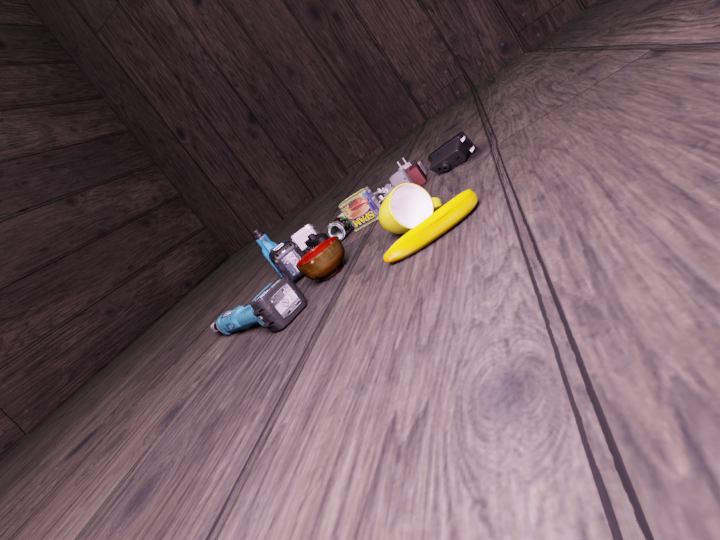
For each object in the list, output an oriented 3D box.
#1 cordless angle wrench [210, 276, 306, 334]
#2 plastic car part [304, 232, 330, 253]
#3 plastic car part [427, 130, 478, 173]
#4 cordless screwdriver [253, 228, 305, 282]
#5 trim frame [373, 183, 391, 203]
[{"bbox_3d":[-0.270,0.107,0.978,0.436,0.073,0.097,-21,20,52],"label":"cordless angle wrench"},{"bbox_3d":[-0.117,-0.077,1.200,0.065,0.065,0.210,-32,16,-15],"label":"plastic car part"},{"bbox_3d":[0.221,-0.278,1.052,0.119,0.064,0.072,-29,29,40],"label":"plastic car part"},{"bbox_3d":[-0.227,-0.048,1.168,0.074,0.155,0.257,-39,16,-14],"label":"cordless screwdriver"},{"bbox_3d":[0.022,-0.219,1.367,0.184,0.027,0.253,-36,13,-1],"label":"trim frame"}]
